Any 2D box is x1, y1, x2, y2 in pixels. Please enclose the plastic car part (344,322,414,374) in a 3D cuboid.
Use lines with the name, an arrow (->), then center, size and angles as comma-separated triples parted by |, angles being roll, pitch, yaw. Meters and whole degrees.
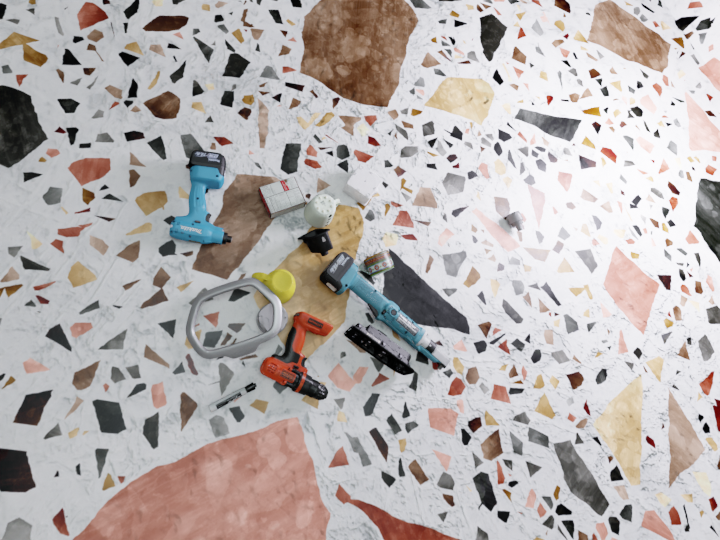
plastic car part -> 0.057, 0.205, 1.128 | 0.204, 0.066, 0.066 | 39, 42, 2

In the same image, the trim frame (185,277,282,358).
trim frame -> -0.315, 0.121, 1.050 | 0.248, 0.027, 0.188 | -19, 76, -1

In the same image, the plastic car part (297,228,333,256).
plastic car part -> -0.113, -0.074, 1.154 | 0.065, 0.121, 0.069 | -30, 109, -21

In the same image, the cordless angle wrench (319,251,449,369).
cordless angle wrench -> 0.078, 0.118, 1.153 | 0.422, 0.075, 0.097 | 40, 68, -1

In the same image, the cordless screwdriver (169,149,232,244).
cordless screwdriver -> -0.408, -0.192, 1.141 | 0.156, 0.075, 0.252 | 10, 75, -11
